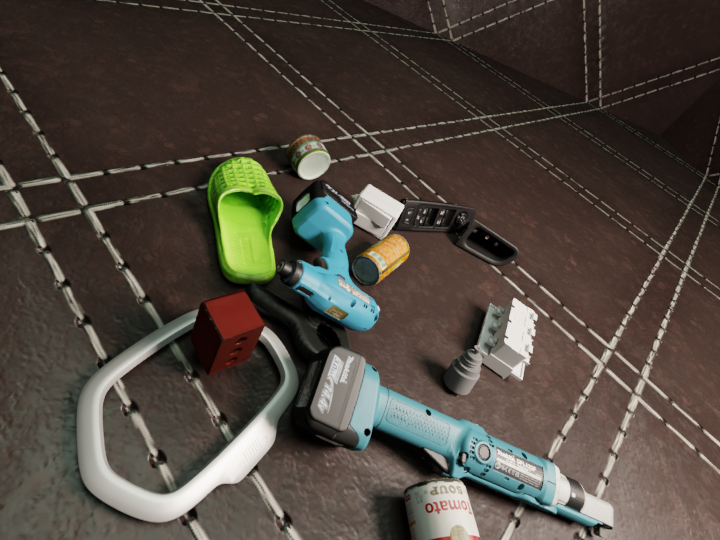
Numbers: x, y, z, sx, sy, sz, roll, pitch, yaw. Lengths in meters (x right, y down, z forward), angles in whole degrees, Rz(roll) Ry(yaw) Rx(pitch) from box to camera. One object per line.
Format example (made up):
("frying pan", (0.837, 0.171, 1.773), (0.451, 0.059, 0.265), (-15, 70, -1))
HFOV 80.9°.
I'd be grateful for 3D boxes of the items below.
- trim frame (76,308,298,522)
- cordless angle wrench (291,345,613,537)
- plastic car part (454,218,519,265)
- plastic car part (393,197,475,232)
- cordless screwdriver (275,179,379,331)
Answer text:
("trim frame", (-0.174, 0.136, 0.456), (0.189, 0.027, 0.244), (37, 39, 12))
("cordless angle wrench", (0.127, 0.215, 0.500), (0.416, 0.075, 0.099), (26, 62, -8))
("plastic car part", (0.263, -0.061, 0.882), (0.116, 0.066, 0.071), (30, 26, -4))
("plastic car part", (0.147, -0.115, 0.874), (0.195, 0.065, 0.070), (2, 22, -26))
("cordless screwdriver", (-0.060, -0.039, 0.615), (0.151, 0.075, 0.259), (33, 29, -35))
